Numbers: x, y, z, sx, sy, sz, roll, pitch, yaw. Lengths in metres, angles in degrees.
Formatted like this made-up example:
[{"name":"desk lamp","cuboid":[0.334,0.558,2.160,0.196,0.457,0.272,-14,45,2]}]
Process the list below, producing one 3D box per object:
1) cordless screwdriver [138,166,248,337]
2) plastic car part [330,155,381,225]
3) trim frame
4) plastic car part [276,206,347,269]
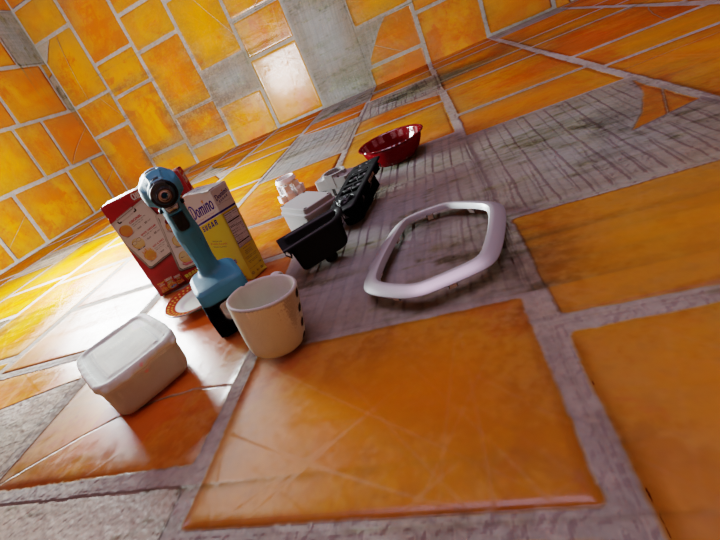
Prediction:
[{"name":"cordless screwdriver","cuboid":[-0.216,-0.023,0.572,0.073,0.240,0.167,-31,25,-16]},{"name":"plastic car part","cuboid":[-0.005,-0.148,0.812,0.068,0.064,0.203,-12,29,27]},{"name":"trim frame","cuboid":[0.096,-0.035,0.562,0.191,0.026,0.249,-10,30,28]},{"name":"plastic car part","cuboid":[-0.065,-0.043,0.670,0.116,0.068,0.069,-29,25,-7]}]
